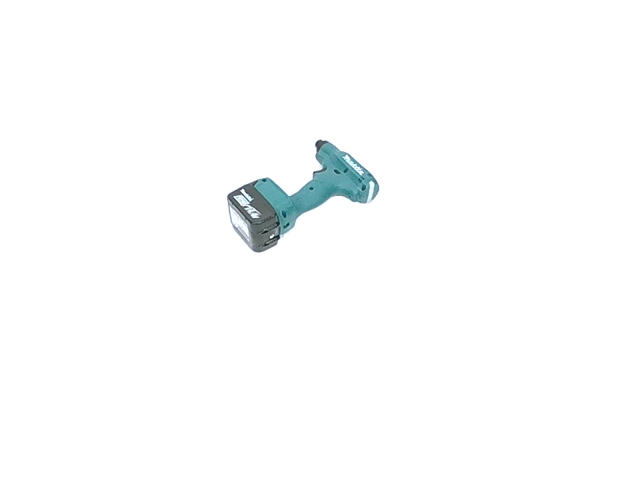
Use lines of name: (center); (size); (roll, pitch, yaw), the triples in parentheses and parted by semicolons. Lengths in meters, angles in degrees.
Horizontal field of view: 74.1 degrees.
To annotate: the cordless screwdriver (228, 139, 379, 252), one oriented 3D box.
cordless screwdriver: (-0.039, -0.092, 0.728); (0.247, 0.159, 0.074); (-26, -33, -23)
